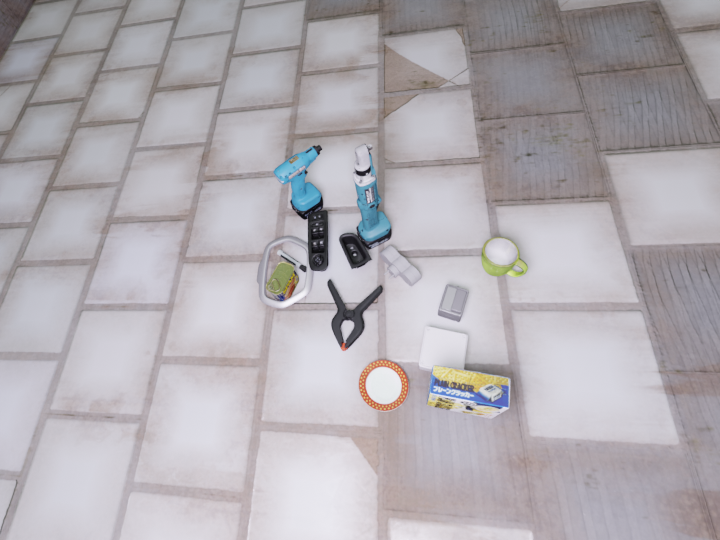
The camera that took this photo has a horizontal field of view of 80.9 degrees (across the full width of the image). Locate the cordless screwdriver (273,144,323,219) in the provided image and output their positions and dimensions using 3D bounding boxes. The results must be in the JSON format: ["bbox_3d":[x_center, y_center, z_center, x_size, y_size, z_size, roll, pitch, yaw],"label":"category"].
[{"bbox_3d":[-0.168,-0.275,1.316,0.158,0.239,0.078,-37,66,-10],"label":"cordless screwdriver"}]

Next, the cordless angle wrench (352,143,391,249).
[{"bbox_3d":[0.022,-0.192,1.140,0.097,0.407,0.077,-26,65,-5],"label":"cordless angle wrench"}]

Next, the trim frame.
[{"bbox_3d":[-0.236,0.001,1.313,0.187,0.026,0.255,-5,63,9],"label":"trim frame"}]

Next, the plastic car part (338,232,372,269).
[{"bbox_3d":[-0.017,-0.053,1.271,0.066,0.068,0.121,-25,62,-3],"label":"plastic car part"}]

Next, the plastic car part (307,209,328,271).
[{"bbox_3d":[-0.128,-0.084,1.312,0.067,0.064,0.208,-6,63,7],"label":"plastic car part"}]
